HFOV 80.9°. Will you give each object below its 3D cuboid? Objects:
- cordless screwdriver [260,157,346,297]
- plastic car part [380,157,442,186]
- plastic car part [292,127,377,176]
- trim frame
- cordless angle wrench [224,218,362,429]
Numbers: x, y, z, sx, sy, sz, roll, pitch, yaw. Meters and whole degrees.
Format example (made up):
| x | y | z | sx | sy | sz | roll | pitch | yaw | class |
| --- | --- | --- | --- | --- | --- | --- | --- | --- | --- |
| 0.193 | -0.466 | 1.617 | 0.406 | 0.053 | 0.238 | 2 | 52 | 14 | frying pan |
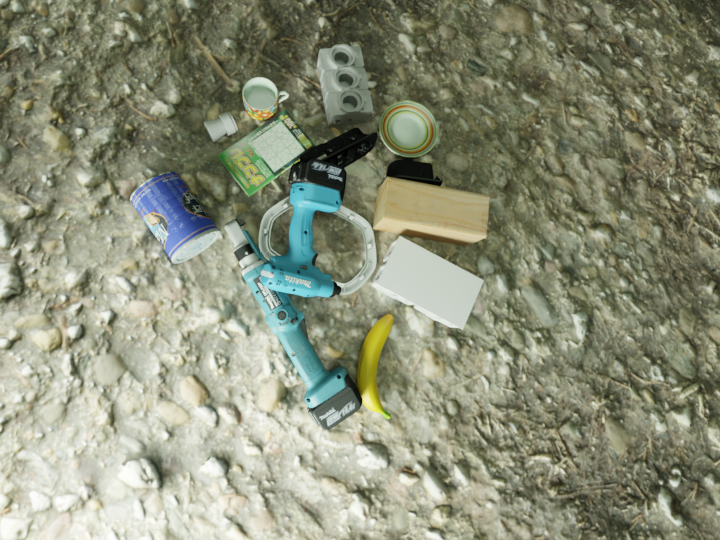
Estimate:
| x | y | z | sx | sy | sz | roll | pitch | yaw | class |
| --- | --- | --- | --- | --- | --- | --- | --- | --- | --- |
| -0.082 | -0.074 | 0.791 | 0.152 | 0.078 | 0.249 | 16 | 85 | -31 | cordless screwdriver |
| 0.105 | -0.202 | 0.886 | 0.116 | 0.065 | 0.072 | 11 | 65 | -3 | plastic car part |
| -0.059 | -0.236 | 0.872 | 0.201 | 0.064 | 0.070 | -27 | 61 | -9 | plastic car part |
| -0.083 | -0.054 | 0.849 | 0.247 | 0.028 | 0.184 | 26 | 81 | -3 | trim frame |
| -0.146 | 0.086 | 0.799 | 0.097 | 0.074 | 0.428 | -30 | 83 | -12 | cordless angle wrench |
